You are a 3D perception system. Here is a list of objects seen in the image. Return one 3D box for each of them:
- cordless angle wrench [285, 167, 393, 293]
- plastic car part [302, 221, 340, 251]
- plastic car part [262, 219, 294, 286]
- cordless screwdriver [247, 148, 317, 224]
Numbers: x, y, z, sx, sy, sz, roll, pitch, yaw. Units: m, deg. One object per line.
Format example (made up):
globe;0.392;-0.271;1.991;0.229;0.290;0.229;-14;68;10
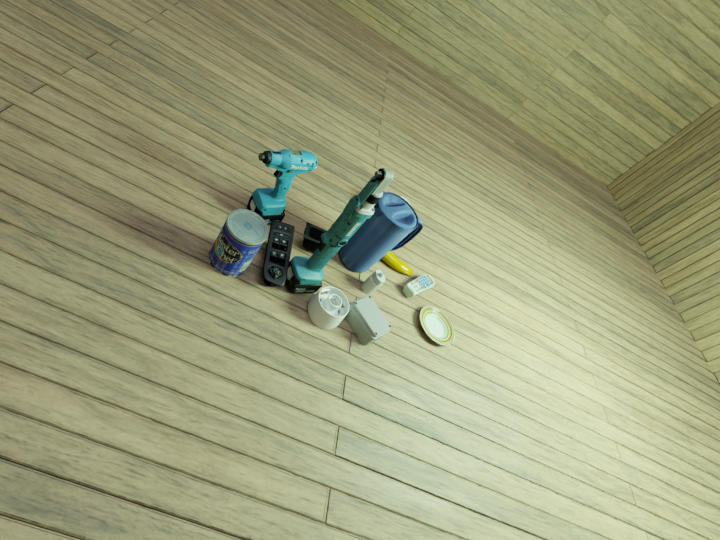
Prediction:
cordless angle wrench;-0.053;-0.084;0.992;0.093;0.426;0.077;4;54;-37
plastic car part;-0.118;-0.077;1.210;0.113;0.071;0.068;24;43;-18
plastic car part;-0.221;-0.038;1.102;0.064;0.067;0.209;20;44;-23
cordless screwdriver;-0.235;-0.223;1.122;0.152;0.251;0.077;-5;60;-41
